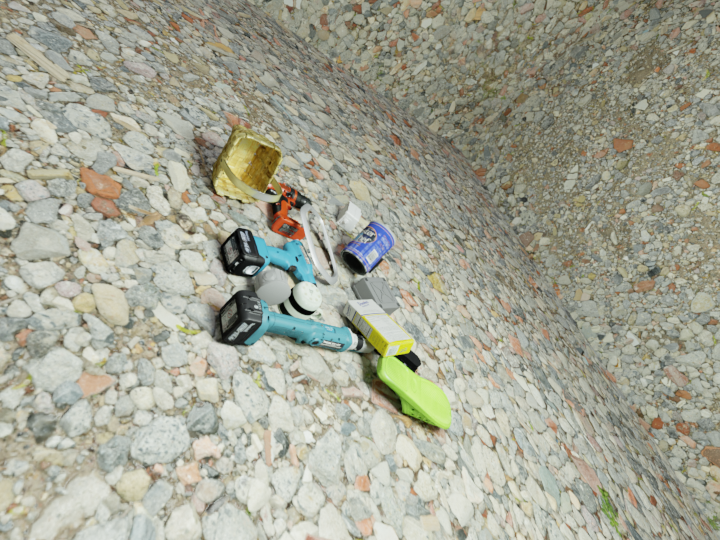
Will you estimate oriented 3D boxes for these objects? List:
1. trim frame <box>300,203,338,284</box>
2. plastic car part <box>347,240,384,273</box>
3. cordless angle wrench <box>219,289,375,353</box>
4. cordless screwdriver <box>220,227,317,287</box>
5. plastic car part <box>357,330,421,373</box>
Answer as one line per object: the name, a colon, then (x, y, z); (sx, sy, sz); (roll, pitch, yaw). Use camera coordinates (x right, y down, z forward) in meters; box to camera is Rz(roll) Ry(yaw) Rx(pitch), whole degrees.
trim frame: (-0.116, -0.076, 1.189); (0.176, 0.028, 0.255); (25, 43, -67)
plastic car part: (0.016, -0.058, 1.369); (0.118, 0.066, 0.070); (45, 15, 6)
cordless angle wrench: (-0.110, 0.140, 0.945); (0.400, 0.099, 0.078); (21, 36, -41)
cordless screwdriver: (-0.209, -0.014, 1.027); (0.236, 0.075, 0.166); (9, 46, -51)
plastic car part: (0.086, 0.206, 1.129); (0.201, 0.068, 0.066); (45, 23, -6)
